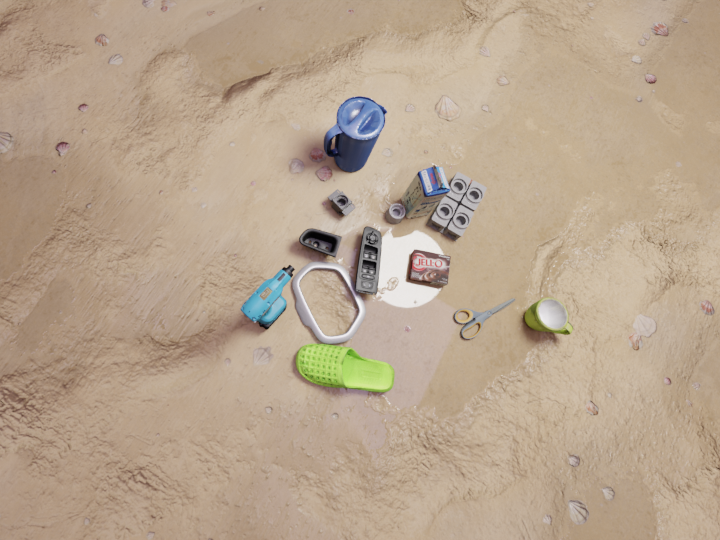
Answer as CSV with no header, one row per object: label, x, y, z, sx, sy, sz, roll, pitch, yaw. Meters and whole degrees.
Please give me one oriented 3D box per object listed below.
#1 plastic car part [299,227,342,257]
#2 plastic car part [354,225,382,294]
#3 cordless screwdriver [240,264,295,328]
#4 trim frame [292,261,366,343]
plastic car part,-0.121,-0.079,1.240,0.117,0.070,0.066,18,75,0
plastic car part,0.024,-0.028,1.236,0.066,0.066,0.205,9,74,-4
cordless screwdriver,-0.230,0.071,1.099,0.075,0.247,0.158,40,75,2
trim frame,-0.094,0.088,1.216,0.182,0.027,0.254,-27,77,-10
